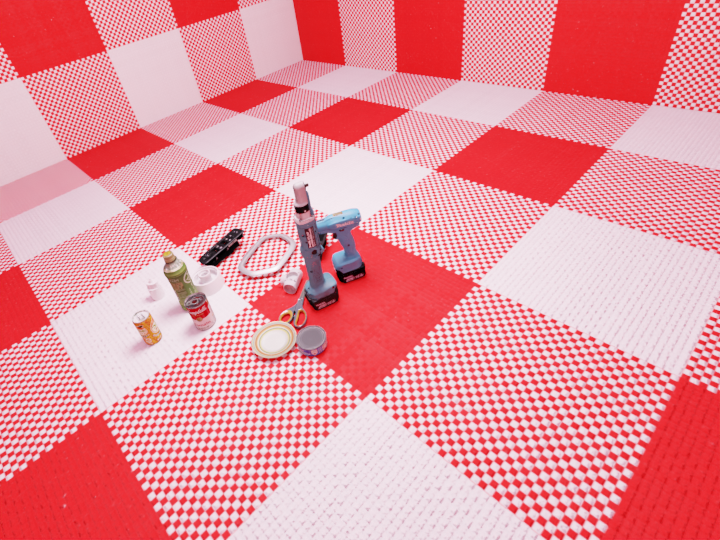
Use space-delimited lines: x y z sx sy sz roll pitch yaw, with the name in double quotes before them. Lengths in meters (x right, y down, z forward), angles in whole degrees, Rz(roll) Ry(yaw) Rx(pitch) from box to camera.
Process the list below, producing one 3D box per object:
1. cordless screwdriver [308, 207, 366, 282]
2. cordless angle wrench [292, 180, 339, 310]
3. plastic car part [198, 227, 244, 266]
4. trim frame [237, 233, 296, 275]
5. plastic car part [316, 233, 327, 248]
"cordless screwdriver" -0.068 -0.072 1.316 0.158 0.239 0.078 -15 40 -8
"cordless angle wrench" -0.139 -0.064 1.195 0.096 0.407 0.078 -22 41 -17
"plastic car part" -0.510 -0.077 1.562 0.070 0.064 0.200 20 49 31
"trim frame" -0.338 -0.059 1.529 0.191 0.026 0.250 6 43 20
"plastic car part" -0.146 -0.096 1.494 0.067 0.068 0.119 -2 41 9
